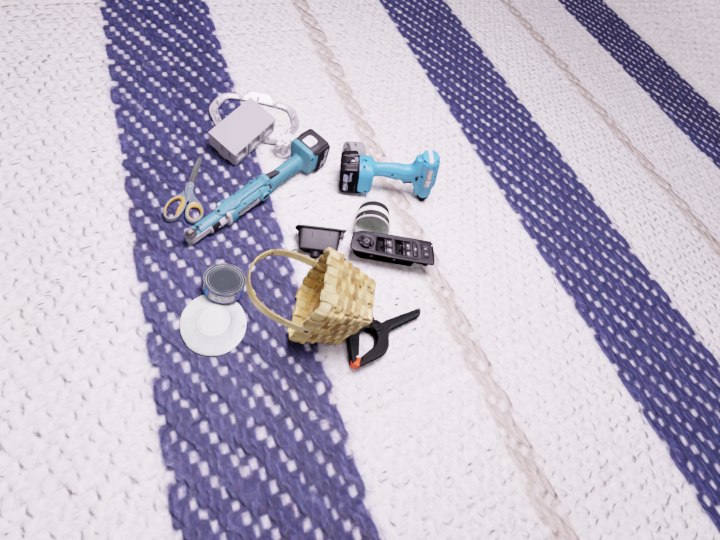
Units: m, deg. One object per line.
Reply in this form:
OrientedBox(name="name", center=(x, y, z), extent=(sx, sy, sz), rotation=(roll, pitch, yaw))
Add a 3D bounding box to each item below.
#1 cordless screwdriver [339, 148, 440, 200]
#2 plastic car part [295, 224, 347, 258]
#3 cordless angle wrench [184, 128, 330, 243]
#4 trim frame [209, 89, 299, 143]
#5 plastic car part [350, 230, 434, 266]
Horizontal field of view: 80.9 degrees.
OrientedBox(name="cordless screwdriver", center=(0.069, -0.236, 1.091), extent=(0.250, 0.154, 0.076), rotation=(1, 57, 3))
OrientedBox(name="plastic car part", center=(-0.095, -0.062, 0.976), extent=(0.115, 0.066, 0.072), rotation=(4, 74, -9))
OrientedBox(name="cordless angle wrench", center=(-0.242, -0.194, 1.005), extent=(0.076, 0.097, 0.418), rotation=(41, 63, 8))
OrientedBox(name="trim frame", center=(-0.290, -0.427, 1.165), extent=(0.245, 0.027, 0.189), rotation=(8, 57, -8))
OrientedBox(name="plastic car part", center=(0.068, -0.048, 0.997), extent=(0.199, 0.067, 0.068), rotation=(11, 65, -12))
